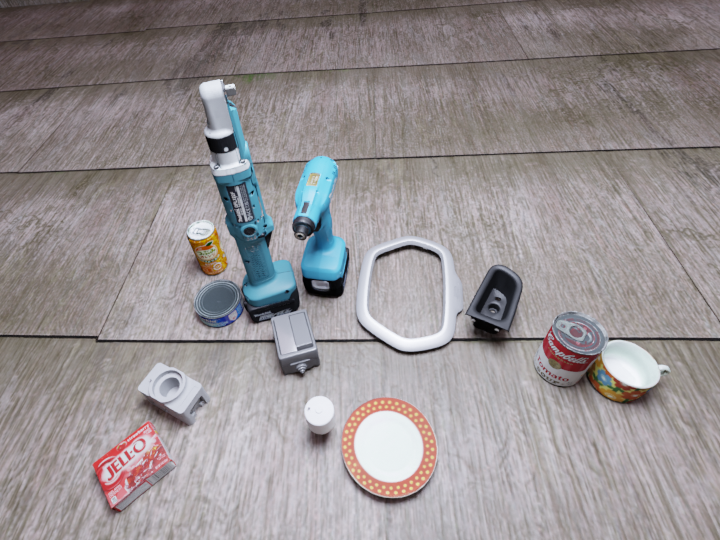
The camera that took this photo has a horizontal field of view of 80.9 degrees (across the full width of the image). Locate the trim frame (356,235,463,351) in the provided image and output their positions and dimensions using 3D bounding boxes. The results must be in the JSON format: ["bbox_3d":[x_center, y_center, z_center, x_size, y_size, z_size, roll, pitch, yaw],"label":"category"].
[{"bbox_3d":[0.088,0.032,0.753,0.187,0.026,0.254,2,49,9],"label":"trim frame"}]

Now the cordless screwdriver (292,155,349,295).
[{"bbox_3d":[-0.068,-0.045,0.697,0.076,0.240,0.162,6,49,7],"label":"cordless screwdriver"}]

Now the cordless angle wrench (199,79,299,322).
[{"bbox_3d":[-0.165,-0.074,0.623,0.097,0.408,0.078,-13,50,-9],"label":"cordless angle wrench"}]

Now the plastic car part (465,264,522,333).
[{"bbox_3d":[0.219,0.056,0.689,0.069,0.068,0.116,22,54,21],"label":"plastic car part"}]
